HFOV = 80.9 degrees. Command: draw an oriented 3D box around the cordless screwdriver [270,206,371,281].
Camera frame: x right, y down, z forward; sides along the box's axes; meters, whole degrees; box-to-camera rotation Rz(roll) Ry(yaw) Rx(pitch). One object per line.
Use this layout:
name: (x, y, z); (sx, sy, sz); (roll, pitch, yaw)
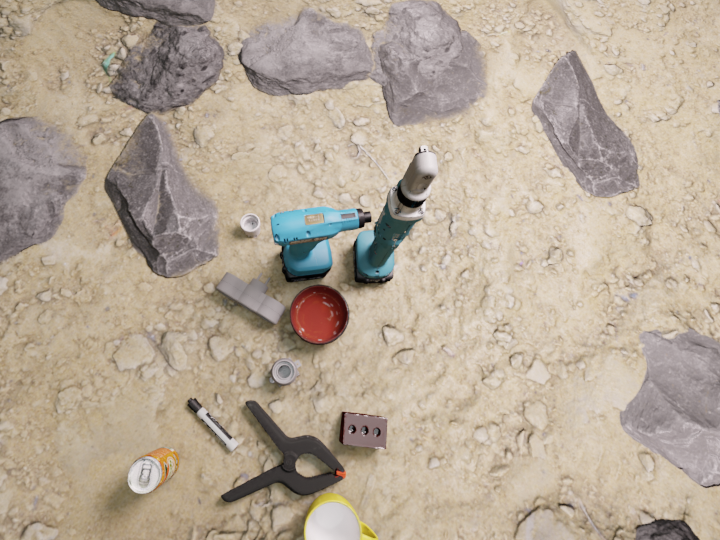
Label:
cordless screwdriver: (-0.074, -0.049, 0.760); (0.157, 0.246, 0.076); (-8, 76, -9)

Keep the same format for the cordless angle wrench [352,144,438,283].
cordless angle wrench: (0.049, -0.068, 0.681); (0.074, 0.419, 0.100); (-1, 75, -8)
